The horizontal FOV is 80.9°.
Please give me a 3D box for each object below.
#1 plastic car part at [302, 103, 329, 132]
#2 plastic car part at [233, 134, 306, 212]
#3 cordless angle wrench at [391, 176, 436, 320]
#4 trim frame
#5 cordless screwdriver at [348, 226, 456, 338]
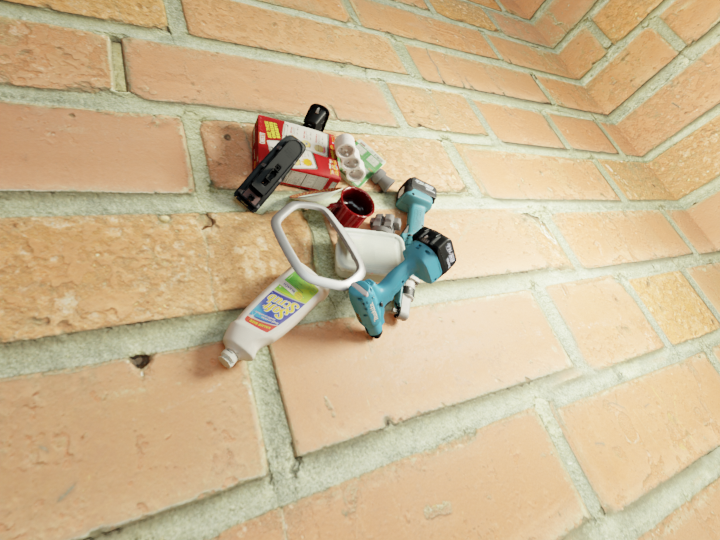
[{"bbox_3d":[-0.133,-0.396,1.150,0.065,0.118,0.071,34,73,-8],"label":"plastic car part"},{"bbox_3d":[-0.197,-0.228,0.955,0.065,0.069,0.202,40,77,-15],"label":"plastic car part"},{"bbox_3d":[0.128,-0.061,1.075,0.095,0.075,0.431,22,53,-15],"label":"cordless angle wrench"},{"bbox_3d":[-0.088,-0.058,0.904,0.177,0.027,0.259,-15,57,-34],"label":"trim frame"},{"bbox_3d":[0.091,0.030,0.896,0.246,0.152,0.079,-37,44,-16],"label":"cordless screwdriver"}]
